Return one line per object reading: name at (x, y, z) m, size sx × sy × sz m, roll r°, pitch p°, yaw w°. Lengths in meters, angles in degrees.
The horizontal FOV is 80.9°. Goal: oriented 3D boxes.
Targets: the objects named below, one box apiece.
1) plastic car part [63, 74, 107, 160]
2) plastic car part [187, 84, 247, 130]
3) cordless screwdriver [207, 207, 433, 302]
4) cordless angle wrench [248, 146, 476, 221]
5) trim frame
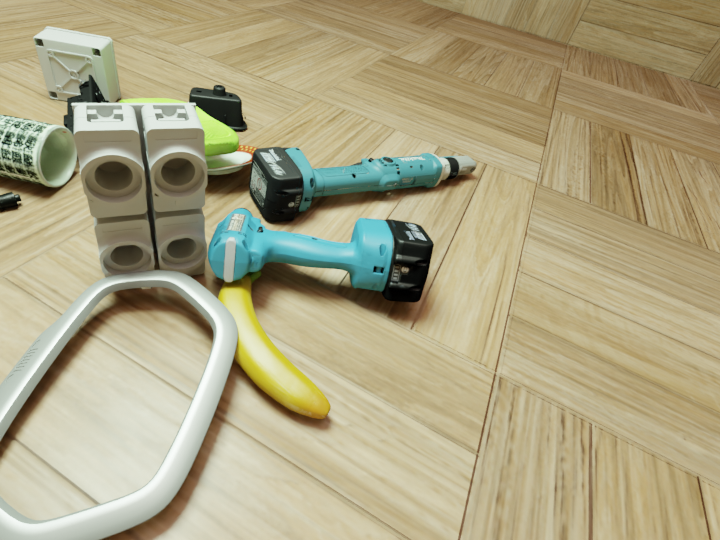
plastic car part at (-0.420, -0.229, 0.651) m, size 0.065 × 0.064 × 0.214 m, roll -20°, pitch 51°, yaw -21°
plastic car part at (-0.262, -0.297, 0.760) m, size 0.115 × 0.069 × 0.068 m, roll 1°, pitch 44°, yaw -10°
cordless screwdriver at (-0.050, -0.033, 0.514) m, size 0.245 × 0.073 × 0.164 m, roll 5°, pitch 23°, yaw -9°
cordless angle wrench at (0.034, -0.156, 0.683) m, size 0.408 × 0.073 × 0.103 m, roll -12°, pitch 48°, yaw -29°
trim frame at (-0.209, 0.094, 0.358) m, size 0.185 × 0.027 × 0.254 m, roll 9°, pitch 49°, yaw 2°
